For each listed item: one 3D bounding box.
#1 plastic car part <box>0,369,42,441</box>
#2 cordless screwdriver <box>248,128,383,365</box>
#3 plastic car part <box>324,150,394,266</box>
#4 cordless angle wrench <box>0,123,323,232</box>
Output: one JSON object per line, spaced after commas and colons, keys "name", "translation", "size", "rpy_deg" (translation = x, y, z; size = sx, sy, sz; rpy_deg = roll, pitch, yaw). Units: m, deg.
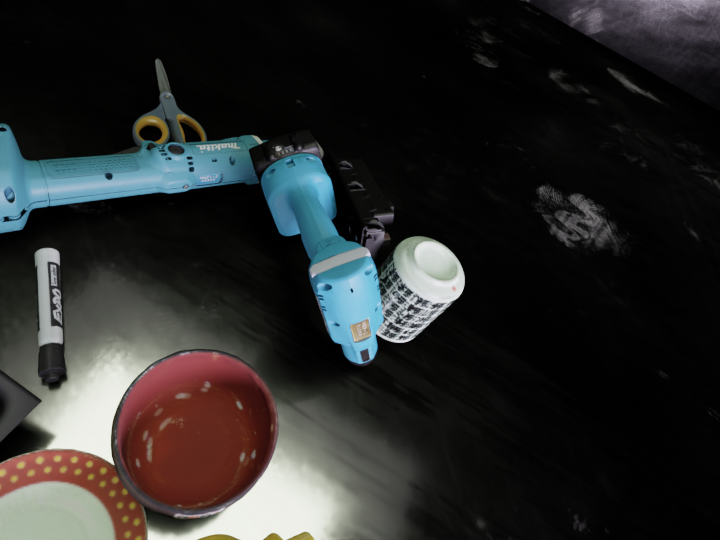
{"name": "plastic car part", "translation": [-0.283, 0.080, 0.272], "size": [0.114, 0.072, 0.066], "rpy_deg": [44, 45, -10]}
{"name": "cordless screwdriver", "translation": [-0.043, -0.028, 0.444], "size": [0.074, 0.152, 0.261], "rpy_deg": [-21, 49, -8]}
{"name": "plastic car part", "translation": [-0.003, -0.085, 0.505], "size": [0.066, 0.064, 0.213], "rpy_deg": [-16, 42, -10]}
{"name": "cordless angle wrench", "translation": [-0.211, -0.116, 0.470], "size": [0.408, 0.074, 0.102], "rpy_deg": [-18, 64, -37]}
